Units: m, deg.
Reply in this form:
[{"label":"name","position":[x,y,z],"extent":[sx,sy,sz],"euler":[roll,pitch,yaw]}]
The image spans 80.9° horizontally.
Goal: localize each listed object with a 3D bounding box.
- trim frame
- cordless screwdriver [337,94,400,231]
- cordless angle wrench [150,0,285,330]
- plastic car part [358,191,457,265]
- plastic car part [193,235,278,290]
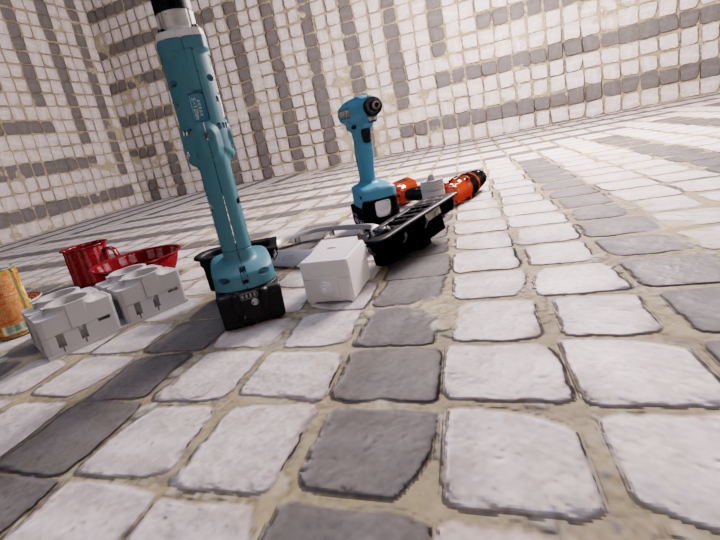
[{"label":"trim frame","position":[-0.073,-0.048,0.746],"extent":[0.261,0.027,0.179],"euler":[3,23,39]},{"label":"cordless screwdriver","position":[0.020,-0.200,0.794],"extent":[0.073,0.244,0.165],"euler":[-15,15,-14]},{"label":"cordless angle wrench","position":[-0.170,-0.144,0.472],"extent":[0.073,0.415,0.101],"euler":[-15,14,-14]},{"label":"plastic car part","position":[0.071,-0.059,0.623],"extent":[0.070,0.065,0.197],"euler":[4,24,44]},{"label":"plastic car part","position":[-0.170,-0.002,0.604],"extent":[0.116,0.069,0.068],"euler":[-13,16,-5]}]
